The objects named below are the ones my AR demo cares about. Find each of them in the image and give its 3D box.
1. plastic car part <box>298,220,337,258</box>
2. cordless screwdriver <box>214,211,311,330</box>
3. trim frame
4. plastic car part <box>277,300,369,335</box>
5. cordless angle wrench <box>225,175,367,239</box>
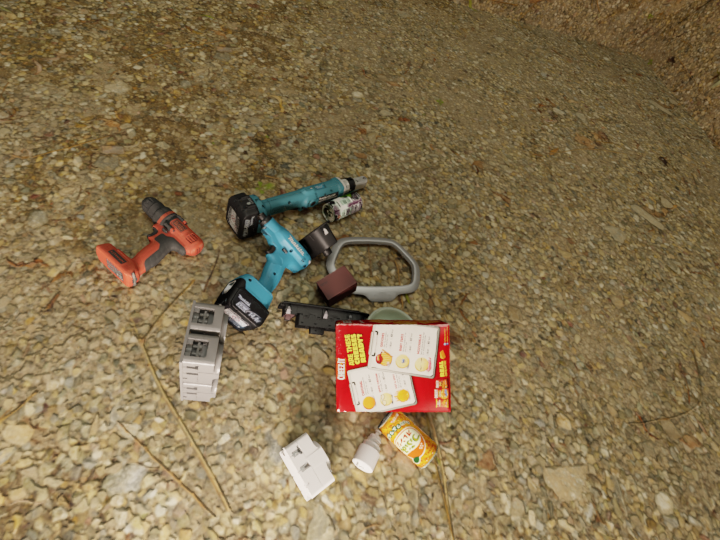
[{"bbox_3d":[-0.098,-0.064,1.003,0.065,0.120,0.070,-37,98,-36],"label":"plastic car part"},{"bbox_3d":[-0.216,-0.004,0.902,0.154,0.077,0.248,49,47,-19],"label":"cordless screwdriver"},{"bbox_3d":[0.033,-0.008,1.047,0.241,0.027,0.191,0,53,-19],"label":"trim frame"},{"bbox_3d":[-0.075,0.105,0.907,0.198,0.066,0.069,5,64,-14],"label":"plastic car part"},{"bbox_3d":[-0.139,-0.188,1.091,0.410,0.097,0.077,-24,64,-34],"label":"cordless angle wrench"}]
